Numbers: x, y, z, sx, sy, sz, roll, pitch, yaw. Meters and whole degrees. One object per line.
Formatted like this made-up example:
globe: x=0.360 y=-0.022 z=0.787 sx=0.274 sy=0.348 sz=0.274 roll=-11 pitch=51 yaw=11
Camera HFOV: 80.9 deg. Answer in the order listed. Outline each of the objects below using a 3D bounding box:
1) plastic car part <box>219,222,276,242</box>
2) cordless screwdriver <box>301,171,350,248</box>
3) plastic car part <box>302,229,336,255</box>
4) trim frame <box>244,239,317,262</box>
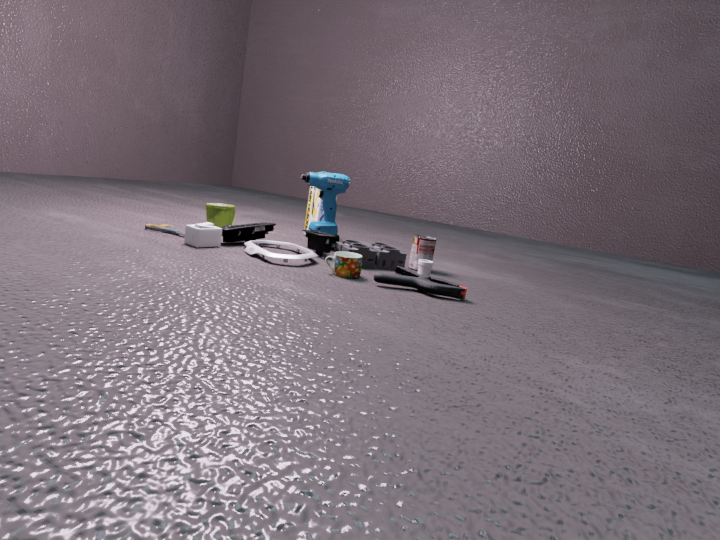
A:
plastic car part: x=-0.350 y=-0.115 z=1.285 sx=0.070 sy=0.066 sz=0.194 roll=16 pitch=14 yaw=33
cordless screwdriver: x=-0.130 y=-0.196 z=1.376 sx=0.154 sy=0.246 sz=0.077 roll=5 pitch=11 yaw=-21
plastic car part: x=-0.124 y=-0.081 z=1.270 sx=0.063 sy=0.070 sz=0.123 roll=2 pitch=13 yaw=-33
trim frame: x=-0.229 y=-0.056 z=1.184 sx=0.176 sy=0.027 sz=0.262 roll=0 pitch=15 yaw=-33
